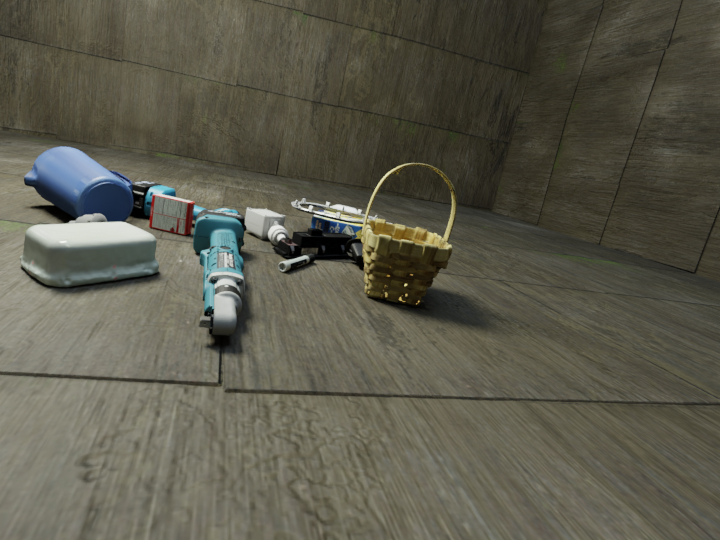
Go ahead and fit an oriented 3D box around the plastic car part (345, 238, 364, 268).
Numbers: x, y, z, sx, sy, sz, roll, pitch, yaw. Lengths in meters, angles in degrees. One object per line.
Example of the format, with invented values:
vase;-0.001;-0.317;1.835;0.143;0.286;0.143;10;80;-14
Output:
plastic car part;0.030;-0.026;0.913;0.113;0.065;0.074;3;30;-17

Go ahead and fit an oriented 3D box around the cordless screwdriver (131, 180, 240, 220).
cordless screwdriver;-0.421;-0.151;1.025;0.252;0.074;0.159;16;14;5

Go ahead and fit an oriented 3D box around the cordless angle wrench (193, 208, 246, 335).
cordless angle wrench;-0.216;-0.011;0.659;0.095;0.073;0.441;5;18;-21

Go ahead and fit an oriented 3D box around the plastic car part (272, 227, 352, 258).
plastic car part;-0.092;-0.060;0.943;0.193;0.067;0.070;3;9;-38

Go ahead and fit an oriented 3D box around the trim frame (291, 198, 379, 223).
trim frame;-0.067;-0.157;1.114;0.257;0.027;0.180;14;14;19
